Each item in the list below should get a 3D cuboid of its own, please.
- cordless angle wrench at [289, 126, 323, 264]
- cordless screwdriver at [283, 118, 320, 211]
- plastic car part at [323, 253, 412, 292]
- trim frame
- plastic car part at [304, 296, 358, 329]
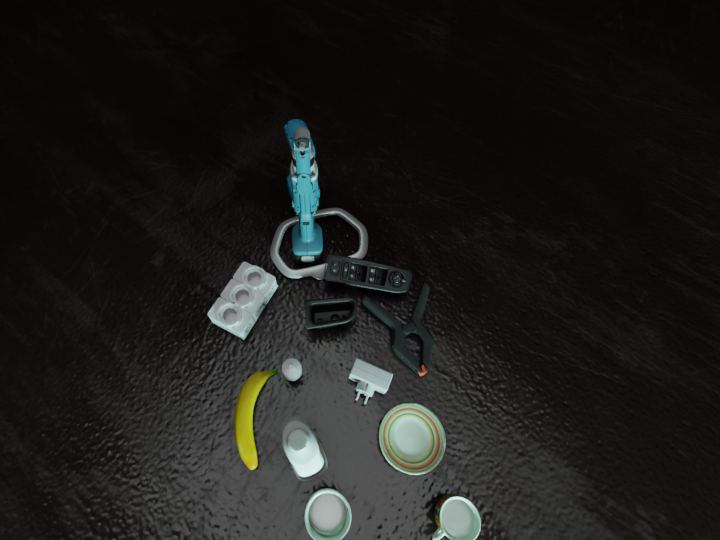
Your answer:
[{"bbox_3d":[-0.114,-0.140,0.874,0.074,0.414,0.101,-1,65,-6],"label":"cordless angle wrench"},{"bbox_3d":[-0.134,-0.220,1.010,0.073,0.243,0.165,-15,66,-12],"label":"cordless screwdriver"},{"bbox_3d":[0.017,0.017,0.988,0.205,0.065,0.067,9,64,4],"label":"plastic car part"},{"bbox_3d":[-0.103,-0.067,1.053,0.246,0.027,0.191,-16,64,-8],"label":"trim frame"},{"bbox_3d":[-0.064,0.101,0.942,0.116,0.069,0.068,-6,64,-4],"label":"plastic car part"}]
